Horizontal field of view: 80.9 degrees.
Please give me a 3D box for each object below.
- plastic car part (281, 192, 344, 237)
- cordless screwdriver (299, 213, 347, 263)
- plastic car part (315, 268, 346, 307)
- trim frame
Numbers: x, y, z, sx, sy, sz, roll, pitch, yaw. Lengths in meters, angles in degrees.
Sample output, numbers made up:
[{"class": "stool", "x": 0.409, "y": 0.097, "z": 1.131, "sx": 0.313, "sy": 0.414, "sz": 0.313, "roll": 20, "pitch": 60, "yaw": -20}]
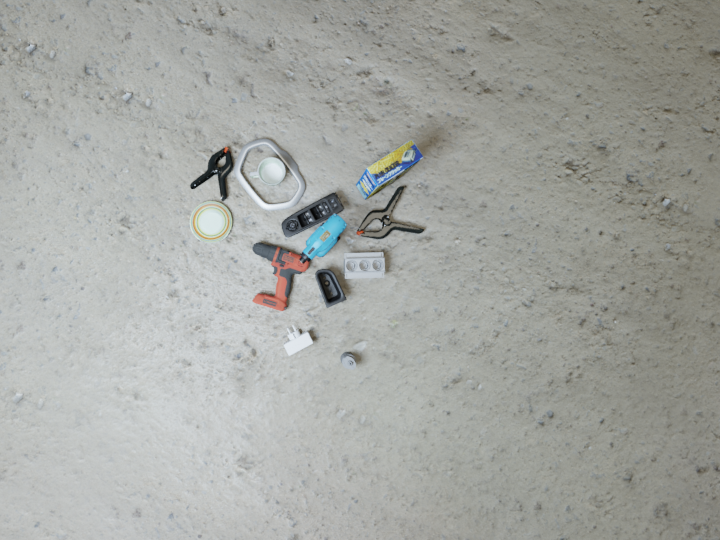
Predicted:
[{"class": "plastic car part", "x": -0.155, "y": -0.169, "z": 1.324, "sx": 0.202, "sy": 0.067, "sz": 0.066, "roll": -28, "pitch": 90, "yaw": -5}, {"class": "cordless screwdriver", "x": -0.120, "y": -0.078, "z": 1.227, "sx": 0.074, "sy": 0.250, "sz": 0.159, "roll": 43, "pitch": 83, "yaw": -5}, {"class": "plastic car part", "x": -0.099, "y": 0.048, "z": 1.307, "sx": 0.065, "sy": 0.071, "sz": 0.117, "roll": -23, "pitch": 88, "yaw": -7}, {"class": "trim frame", "x": -0.288, "y": -0.304, "z": 1.348, "sx": 0.183, "sy": 0.027, "sz": 0.249, "roll": -39, "pitch": 88, "yaw": -6}]
